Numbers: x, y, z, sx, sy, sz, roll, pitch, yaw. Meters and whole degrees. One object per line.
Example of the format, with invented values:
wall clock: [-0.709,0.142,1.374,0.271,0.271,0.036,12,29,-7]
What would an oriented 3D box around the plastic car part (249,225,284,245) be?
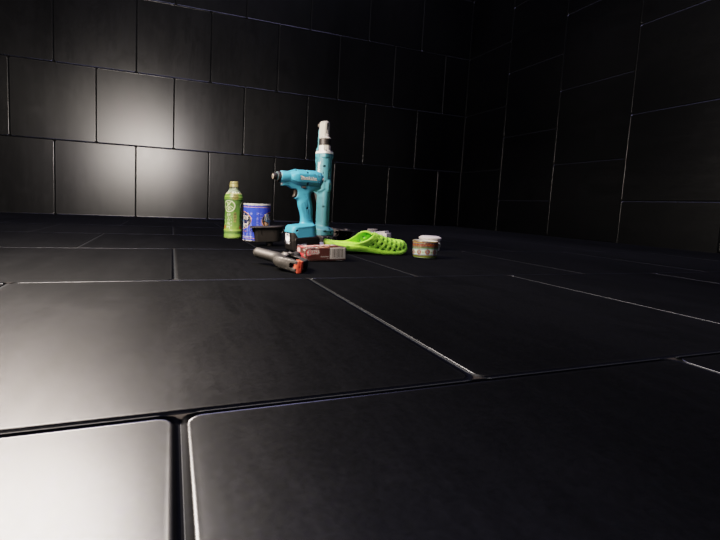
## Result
plastic car part: [-0.314,-0.118,1.425,0.115,0.070,0.067,2,7,-9]

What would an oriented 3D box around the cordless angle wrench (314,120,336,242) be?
cordless angle wrench: [-0.127,-0.285,1.415,0.103,0.420,0.071,7,7,36]

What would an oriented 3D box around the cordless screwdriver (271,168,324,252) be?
cordless screwdriver: [-0.193,-0.179,1.271,0.153,0.247,0.078,0,7,-29]

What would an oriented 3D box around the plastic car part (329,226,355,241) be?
plastic car part: [-0.077,-0.136,1.627,0.069,0.066,0.197,6,9,21]
